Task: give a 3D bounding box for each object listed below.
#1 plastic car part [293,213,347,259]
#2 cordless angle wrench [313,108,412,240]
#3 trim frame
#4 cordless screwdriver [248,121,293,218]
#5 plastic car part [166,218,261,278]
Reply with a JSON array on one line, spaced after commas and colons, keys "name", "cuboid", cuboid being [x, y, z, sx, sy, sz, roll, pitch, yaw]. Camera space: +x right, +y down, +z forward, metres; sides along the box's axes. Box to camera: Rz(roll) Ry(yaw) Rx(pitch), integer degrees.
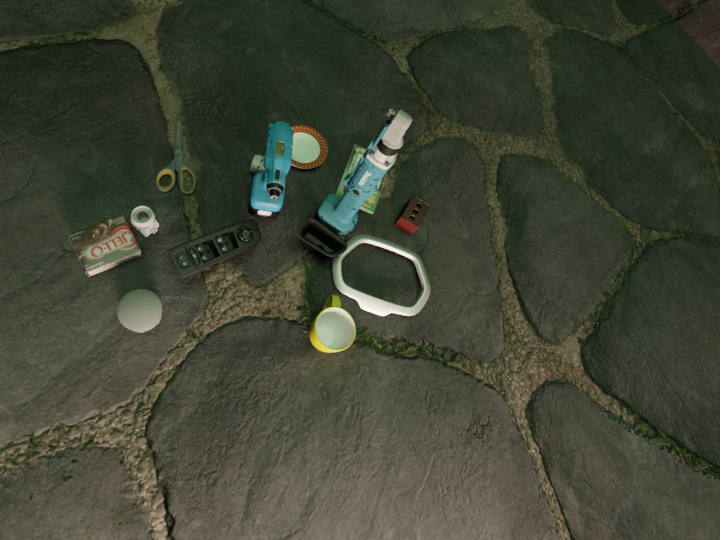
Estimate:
[{"name": "plastic car part", "cuboid": [-0.095, -0.062, 0.970, 0.117, 0.071, 0.066, 36, 64, -1]}, {"name": "cordless angle wrench", "cuboid": [0.001, -0.175, 0.845, 0.097, 0.425, 0.074, 36, 64, -5]}, {"name": "trim frame", "cuboid": [0.050, 0.012, 1.003, 0.245, 0.027, 0.186, 19, 65, -7]}, {"name": "cordless screwdriver", "cuboid": [-0.190, -0.177, 0.892, 0.072, 0.250, 0.162, 8, 69, -17]}, {"name": "plastic car part", "cuboid": [-0.306, -0.046, 0.908, 0.199, 0.067, 0.067, -29, 81, -24]}]
